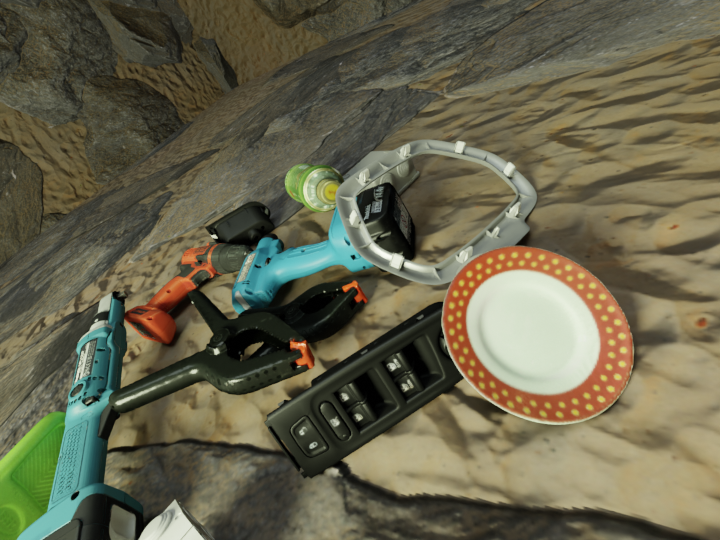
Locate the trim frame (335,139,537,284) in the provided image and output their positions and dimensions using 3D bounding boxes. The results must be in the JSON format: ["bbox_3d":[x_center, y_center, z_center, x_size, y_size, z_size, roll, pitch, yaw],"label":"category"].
[{"bbox_3d":[0.087,-0.079,0.463,0.192,0.027,0.243,39,56,24],"label":"trim frame"}]

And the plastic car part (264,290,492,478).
[{"bbox_3d":[0.023,0.087,0.357,0.203,0.066,0.067,-32,5,2],"label":"plastic car part"}]

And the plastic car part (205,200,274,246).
[{"bbox_3d":[-0.206,-0.071,0.758,0.116,0.063,0.075,-33,46,-8],"label":"plastic car part"}]

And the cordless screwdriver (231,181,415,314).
[{"bbox_3d":[-0.056,-0.036,0.570,0.254,0.071,0.163,-22,33,22],"label":"cordless screwdriver"}]

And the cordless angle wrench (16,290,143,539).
[{"bbox_3d":[-0.303,0.151,0.483,0.098,0.071,0.445,-34,38,-4],"label":"cordless angle wrench"}]
